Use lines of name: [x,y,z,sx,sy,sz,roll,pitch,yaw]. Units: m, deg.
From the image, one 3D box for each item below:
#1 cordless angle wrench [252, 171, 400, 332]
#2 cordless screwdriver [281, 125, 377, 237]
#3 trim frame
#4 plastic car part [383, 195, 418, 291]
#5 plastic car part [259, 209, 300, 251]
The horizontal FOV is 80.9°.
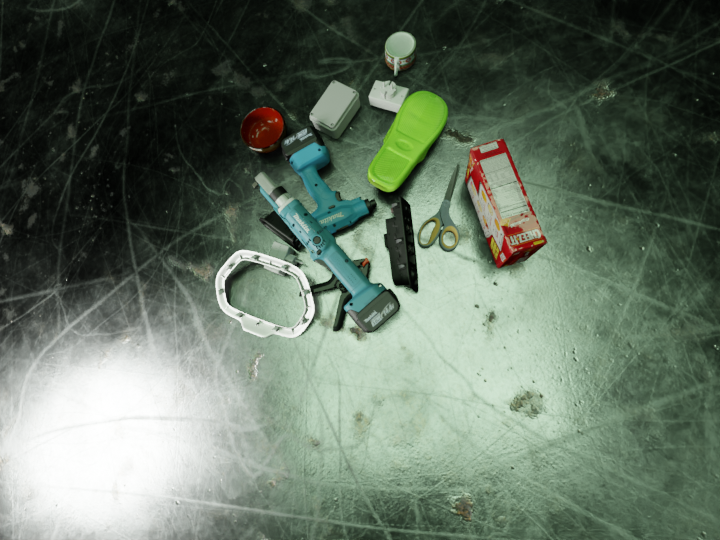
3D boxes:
cordless angle wrench: [-0.088,-0.057,0.895,0.098,0.072,0.434,-41,76,1]
cordless screwdriver: [-0.076,-0.213,0.974,0.160,0.072,0.254,-23,78,5]
trim frame: [-0.218,0.056,0.942,0.255,0.027,0.182,18,105,15]
plastic car part: [0.086,-0.052,0.907,0.069,0.063,0.207,-13,75,17]
plastic car part: [-0.173,-0.110,0.979,0.121,0.064,0.070,39,77,18]
